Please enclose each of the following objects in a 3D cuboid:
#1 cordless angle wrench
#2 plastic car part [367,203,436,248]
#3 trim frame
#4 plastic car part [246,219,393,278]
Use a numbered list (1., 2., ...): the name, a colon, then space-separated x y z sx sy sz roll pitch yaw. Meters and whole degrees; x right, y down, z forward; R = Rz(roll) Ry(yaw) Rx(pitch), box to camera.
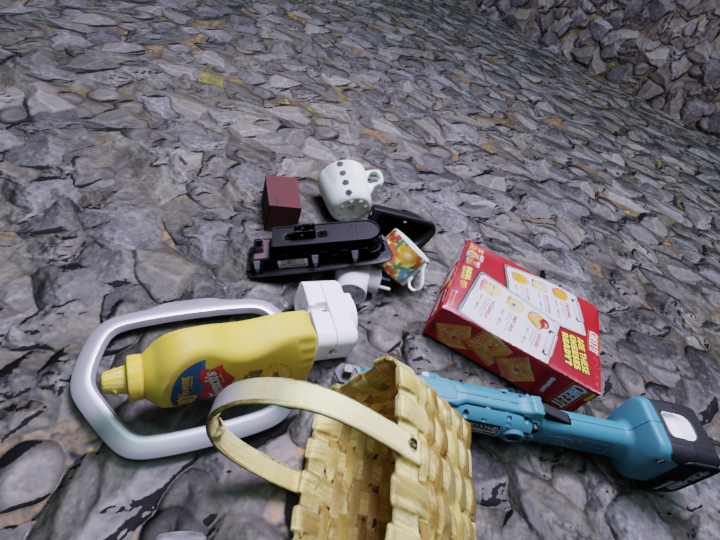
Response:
1. cordless angle wrench: 0.173 0.167 0.491 0.421 0.096 0.076 12 44 -2
2. plastic car part: 0.058 -0.079 0.714 0.113 0.065 0.074 7 31 -19
3. trim frame: -0.178 0.102 0.468 0.240 0.027 0.193 -8 51 -24
4. plastic car part: -0.057 -0.038 0.587 0.203 0.065 0.068 -2 38 -1
